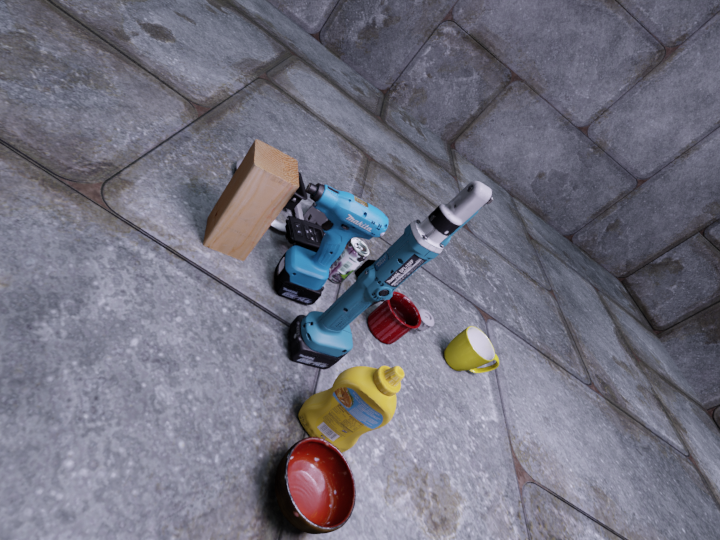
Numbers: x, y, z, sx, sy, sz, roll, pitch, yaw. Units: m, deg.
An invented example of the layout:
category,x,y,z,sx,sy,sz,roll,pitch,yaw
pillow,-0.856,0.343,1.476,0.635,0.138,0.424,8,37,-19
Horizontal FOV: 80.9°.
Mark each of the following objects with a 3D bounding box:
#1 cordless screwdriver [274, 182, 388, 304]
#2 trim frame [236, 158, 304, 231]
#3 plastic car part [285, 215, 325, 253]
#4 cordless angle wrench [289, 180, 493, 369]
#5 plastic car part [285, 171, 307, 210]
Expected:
category,x,y,z,sx,sy,sz,roll,pitch,yaw
cordless screwdriver,-0.084,-0.049,0.783,0.152,0.251,0.077,27,36,-25
trim frame,-0.214,-0.186,1.025,0.175,0.028,0.260,12,42,-39
plastic car part,-0.094,-0.062,0.963,0.192,0.067,0.069,10,45,-40
cordless angle wrench,0.031,0.016,0.660,0.093,0.427,0.077,24,38,-30
plastic car part,-0.177,-0.194,1.032,0.063,0.071,0.122,17,40,-35
